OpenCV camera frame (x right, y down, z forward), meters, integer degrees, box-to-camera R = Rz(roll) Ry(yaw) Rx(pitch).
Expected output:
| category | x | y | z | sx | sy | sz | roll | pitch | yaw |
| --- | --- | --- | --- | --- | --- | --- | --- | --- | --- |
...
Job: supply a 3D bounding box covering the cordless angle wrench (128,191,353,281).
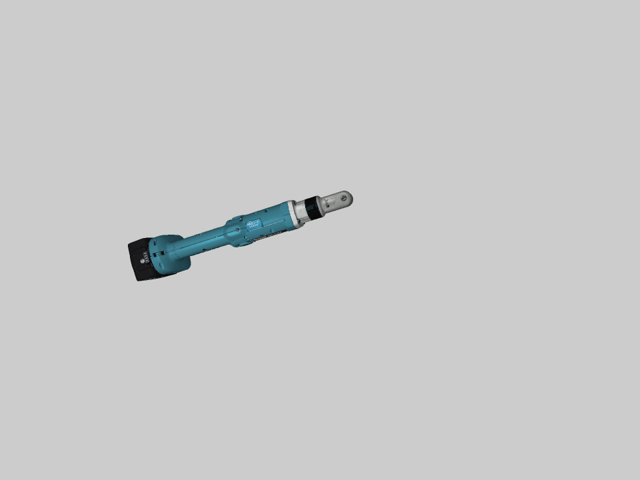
| category | x | y | z | sx | sy | sz | roll | pitch | yaw |
| --- | --- | --- | --- | --- | --- | --- | --- | --- | --- |
| cordless angle wrench | -0.144 | -0.016 | 0.778 | 0.423 | 0.074 | 0.098 | -17 | -4 | 11 |
